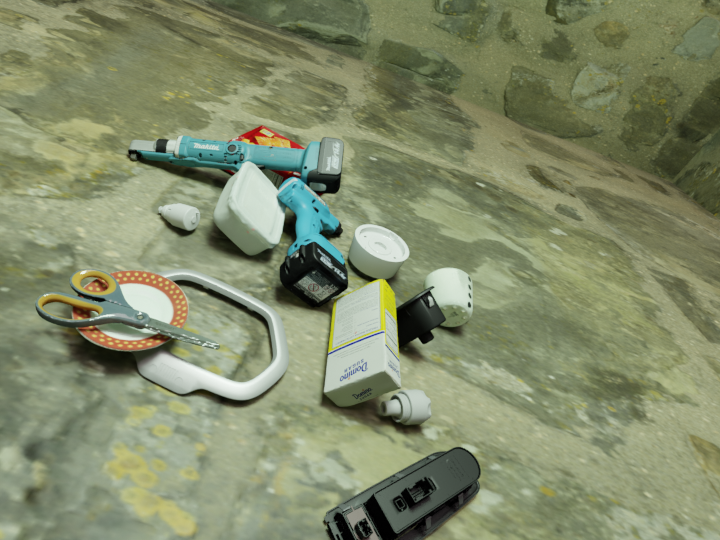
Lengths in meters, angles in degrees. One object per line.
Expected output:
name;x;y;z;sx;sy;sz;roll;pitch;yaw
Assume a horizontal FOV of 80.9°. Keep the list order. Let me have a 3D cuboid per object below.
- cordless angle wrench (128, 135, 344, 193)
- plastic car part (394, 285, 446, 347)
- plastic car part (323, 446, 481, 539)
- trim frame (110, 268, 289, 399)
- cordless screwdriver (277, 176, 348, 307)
cordless angle wrench;-0.247;-0.224;0.833;0.425;0.073;0.099;6;71;2
plastic car part;0.080;0.081;0.650;0.064;0.119;0.072;-22;80;-48
plastic car part;0.062;0.243;0.461;0.194;0.066;0.070;-6;38;-39
trim frame;-0.210;0.077;0.559;0.249;0.027;0.185;25;34;0
cordless screwdriver;-0.073;-0.048;0.744;0.151;0.075;0.259;38;25;-36
